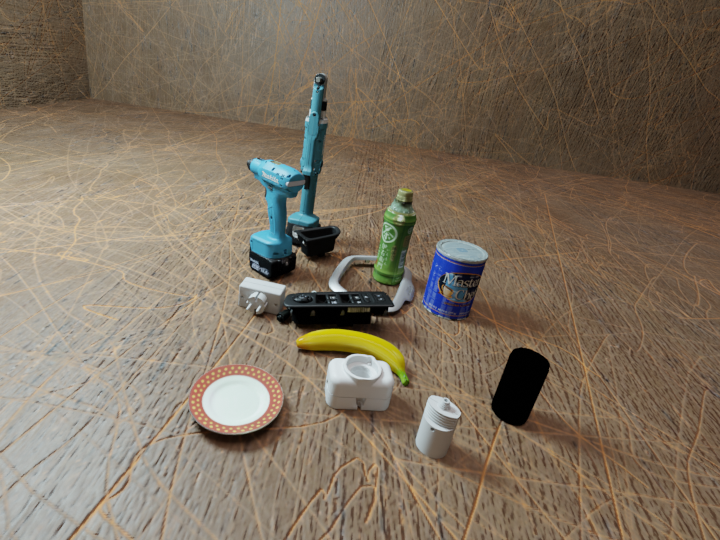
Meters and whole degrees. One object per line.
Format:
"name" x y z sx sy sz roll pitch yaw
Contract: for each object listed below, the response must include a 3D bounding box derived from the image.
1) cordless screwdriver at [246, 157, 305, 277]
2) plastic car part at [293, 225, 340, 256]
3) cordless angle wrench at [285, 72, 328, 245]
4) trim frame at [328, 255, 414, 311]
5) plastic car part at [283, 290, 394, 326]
"cordless screwdriver" -0.203 -0.120 0.932 0.168 0.244 0.071 29 30 35
"plastic car part" -0.103 -0.067 1.052 0.112 0.069 0.070 -9 31 -33
"cordless angle wrench" -0.123 -0.267 1.055 0.076 0.415 0.098 14 25 8
"trim frame" 0.030 0.024 0.954 0.189 0.027 0.247 13 27 11
"plastic car part" -0.045 0.071 0.795 0.200 0.066 0.068 4 26 -9
